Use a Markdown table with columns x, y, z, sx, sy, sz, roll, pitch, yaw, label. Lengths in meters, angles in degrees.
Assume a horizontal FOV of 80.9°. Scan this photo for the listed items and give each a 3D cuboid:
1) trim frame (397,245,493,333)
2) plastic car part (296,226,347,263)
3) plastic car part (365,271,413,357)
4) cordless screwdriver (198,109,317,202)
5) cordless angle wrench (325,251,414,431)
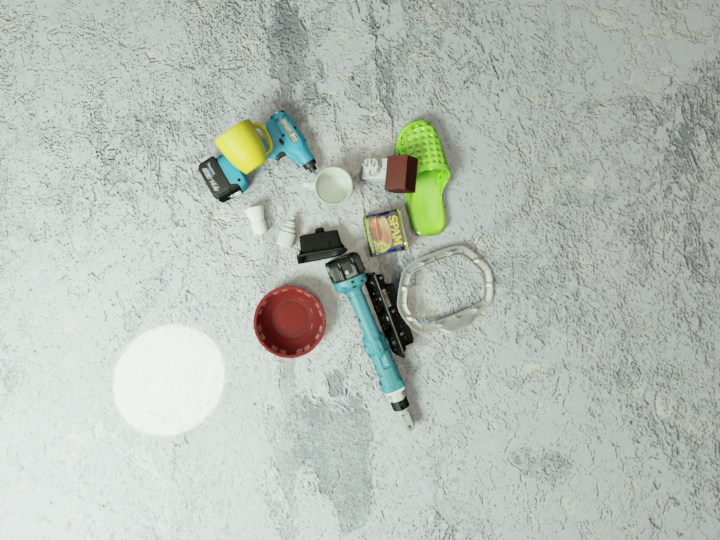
| x | y | z | sx | sy | sz | roll | pitch | yaw | label |
| --- | --- | --- | --- | --- | --- | --- | --- | --- | --- |
| 0.197 | 0.046 | 0.967 | 0.244 | 0.028 | 0.184 | -20 | 91 | -14 | trim frame |
| -0.095 | -0.062 | 0.975 | 0.116 | 0.065 | 0.072 | -14 | 76 | -6 | plastic car part |
| 0.069 | 0.097 | 0.971 | 0.065 | 0.068 | 0.204 | -16 | 87 | -29 | plastic car part |
| -0.232 | -0.239 | 0.969 | 0.248 | 0.075 | 0.159 | -35 | 90 | -6 | cordless screwdriver |
| 0.034 | 0.167 | 0.952 | 0.074 | 0.099 | 0.421 | -22 | 92 | -7 | cordless angle wrench |
